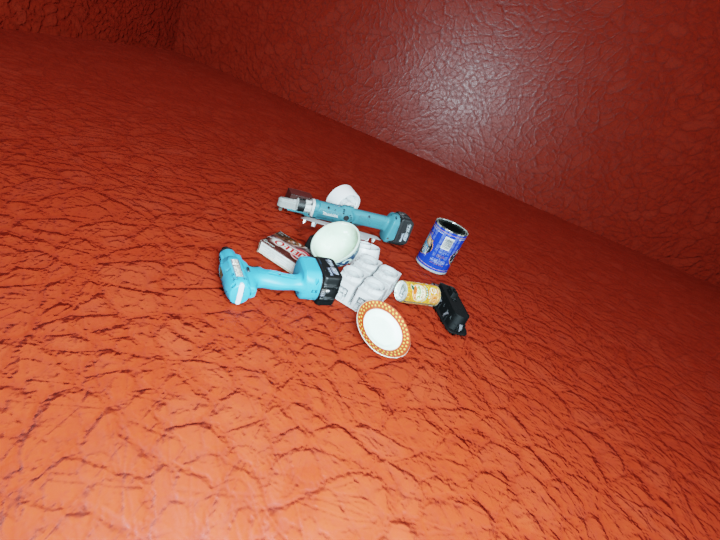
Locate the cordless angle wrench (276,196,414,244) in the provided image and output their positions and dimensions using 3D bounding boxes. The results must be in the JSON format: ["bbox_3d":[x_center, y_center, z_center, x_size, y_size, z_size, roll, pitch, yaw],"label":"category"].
[{"bbox_3d":[-0.048,-0.169,1.300,0.413,0.097,0.077,11,25,-14],"label":"cordless angle wrench"}]

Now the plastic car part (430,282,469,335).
[{"bbox_3d":[0.226,0.086,1.058,0.064,0.067,0.209,23,27,-17],"label":"plastic car part"}]

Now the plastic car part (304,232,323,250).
[{"bbox_3d":[-0.106,-0.069,1.083,0.068,0.070,0.114,31,30,12],"label":"plastic car part"}]

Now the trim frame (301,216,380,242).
[{"bbox_3d":[-0.058,-0.114,1.182,0.236,0.027,0.194,14,4,-38],"label":"trim frame"}]

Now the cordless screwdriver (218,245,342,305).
[{"bbox_3d":[-0.174,0.004,0.892,0.239,0.073,0.168,2,32,-28],"label":"cordless screwdriver"}]
